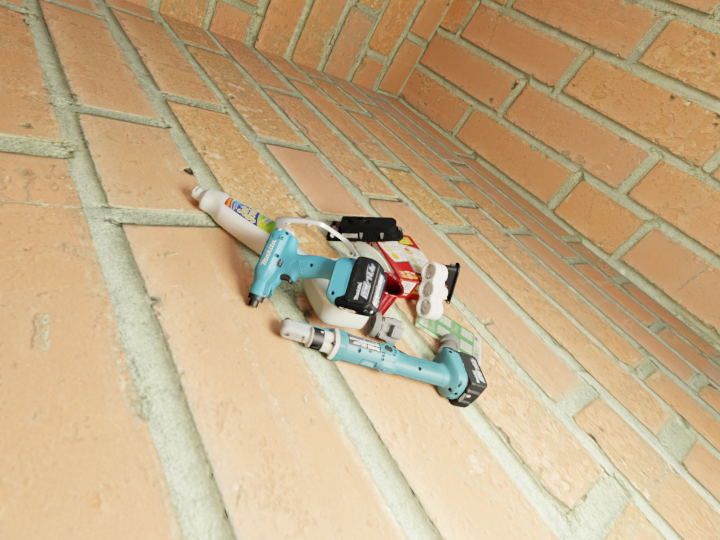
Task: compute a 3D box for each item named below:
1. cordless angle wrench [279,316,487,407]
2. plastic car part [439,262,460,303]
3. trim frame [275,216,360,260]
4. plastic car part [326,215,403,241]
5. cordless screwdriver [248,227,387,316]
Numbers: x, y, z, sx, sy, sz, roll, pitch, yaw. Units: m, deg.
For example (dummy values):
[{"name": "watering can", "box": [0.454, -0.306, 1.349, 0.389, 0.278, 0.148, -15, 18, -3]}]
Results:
[{"name": "cordless angle wrench", "box": [0.043, 0.167, 0.819, 0.411, 0.074, 0.101, 18, 32, -15]}, {"name": "plastic car part", "box": [0.225, 0.023, 1.162, 0.072, 0.114, 0.067, 7, 31, 3]}, {"name": "trim frame", "box": [-0.094, -0.061, 0.961, 0.193, 0.027, 0.237, 45, 24, 25]}, {"name": "plastic car part", "box": [0.012, -0.115, 1.118, 0.207, 0.065, 0.067, 6, 41, 12]}, {"name": "cordless screwdriver", "box": [-0.087, 0.024, 0.776, 0.259, 0.160, 0.071, 17, -14, 24]}]
